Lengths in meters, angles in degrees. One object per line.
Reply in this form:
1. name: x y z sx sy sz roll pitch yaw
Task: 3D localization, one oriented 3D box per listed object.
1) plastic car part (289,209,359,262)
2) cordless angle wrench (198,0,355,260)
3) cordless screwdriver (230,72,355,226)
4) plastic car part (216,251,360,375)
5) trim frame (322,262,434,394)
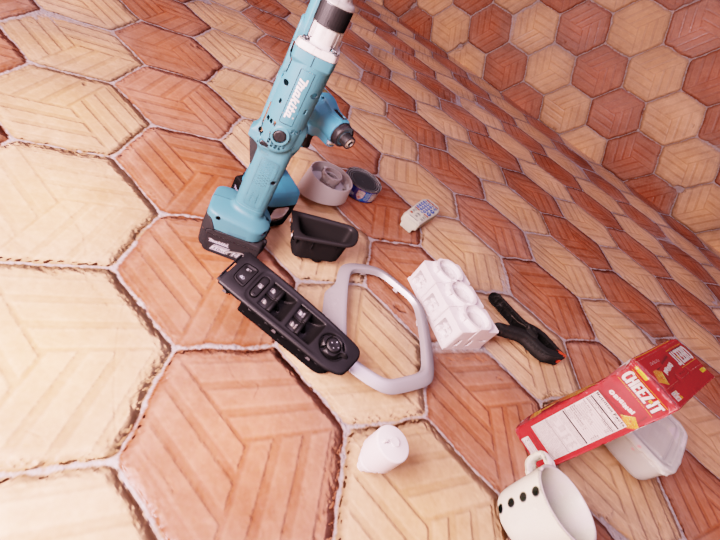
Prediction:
1. plastic car part: -0.067 -0.044 0.687 0.112 0.071 0.068 14 42 -24
2. cordless angle wrench: -0.099 -0.177 0.522 0.095 0.423 0.076 23 40 -17
3. cordless screwdriver: -0.106 -0.162 0.643 0.071 0.249 0.166 -11 57 -44
4. plastic car part: -0.096 0.068 0.547 0.205 0.067 0.066 36 38 4
5. trim frame: 0.029 0.079 0.653 0.179 0.027 0.255 20 39 -15
